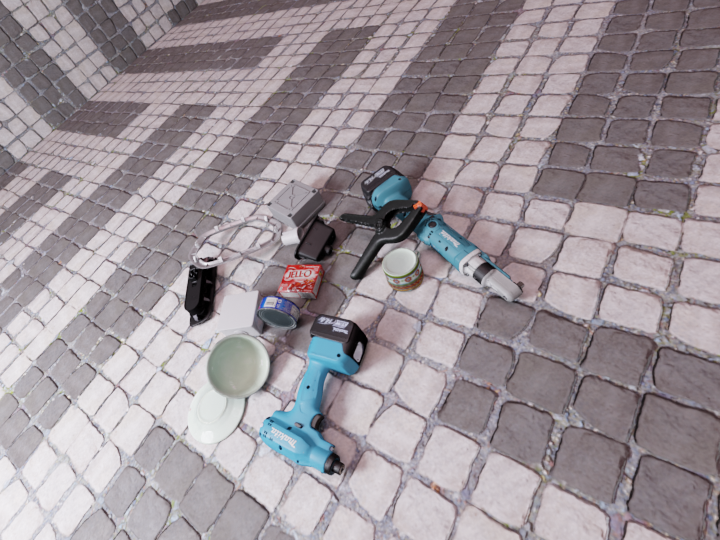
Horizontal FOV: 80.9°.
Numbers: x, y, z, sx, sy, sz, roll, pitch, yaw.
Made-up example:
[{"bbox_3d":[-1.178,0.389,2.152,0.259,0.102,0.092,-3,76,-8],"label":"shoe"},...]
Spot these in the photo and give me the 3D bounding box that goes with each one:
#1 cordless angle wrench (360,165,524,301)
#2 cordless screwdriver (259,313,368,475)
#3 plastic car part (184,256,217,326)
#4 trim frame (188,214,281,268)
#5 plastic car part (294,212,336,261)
[{"bbox_3d":[0.152,-0.080,0.867,0.097,0.070,0.447,-37,50,-6],"label":"cordless angle wrench"},{"bbox_3d":[-0.057,0.209,0.736,0.167,0.070,0.250,12,64,31],"label":"cordless screwdriver"},{"bbox_3d":[-0.395,0.039,1.037,0.067,0.064,0.211,-16,51,3],"label":"plastic car part"},{"bbox_3d":[-0.321,-0.080,1.082,0.245,0.026,0.194,-20,41,-10],"label":"trim frame"},{"bbox_3d":[-0.096,-0.063,0.980,0.073,0.063,0.117,18,66,18],"label":"plastic car part"}]
